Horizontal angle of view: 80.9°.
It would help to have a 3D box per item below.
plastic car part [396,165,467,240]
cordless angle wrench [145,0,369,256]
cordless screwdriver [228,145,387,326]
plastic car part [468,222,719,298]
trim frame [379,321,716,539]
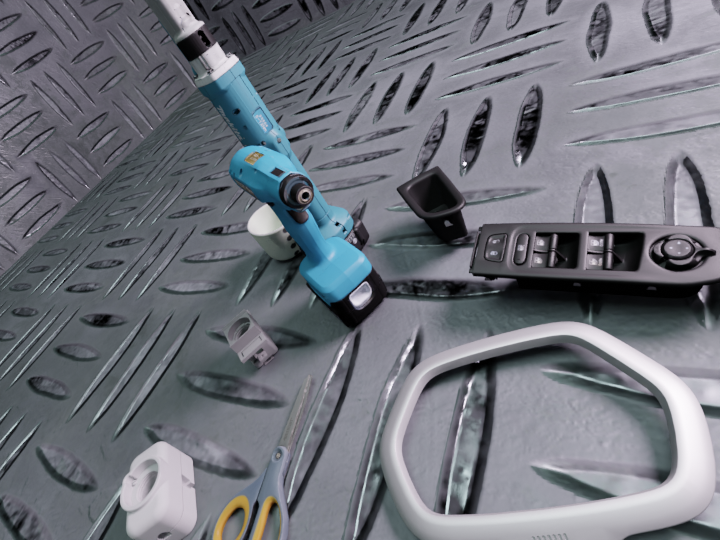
[{"bbox_3d":[0.104,-0.078,0.561,0.066,0.067,0.121,-29,37,8],"label":"plastic car part"},{"bbox_3d":[-0.123,-0.164,0.552,0.103,0.402,0.074,10,54,45],"label":"cordless angle wrench"},{"bbox_3d":[-0.048,-0.031,0.489,0.074,0.236,0.168,-42,36,-10],"label":"cordless screwdriver"},{"bbox_3d":[0.215,-0.005,0.400,0.213,0.064,0.066,0,49,38],"label":"plastic car part"},{"bbox_3d":[0.130,0.133,0.350,0.254,0.026,0.190,-21,40,19],"label":"trim frame"}]
